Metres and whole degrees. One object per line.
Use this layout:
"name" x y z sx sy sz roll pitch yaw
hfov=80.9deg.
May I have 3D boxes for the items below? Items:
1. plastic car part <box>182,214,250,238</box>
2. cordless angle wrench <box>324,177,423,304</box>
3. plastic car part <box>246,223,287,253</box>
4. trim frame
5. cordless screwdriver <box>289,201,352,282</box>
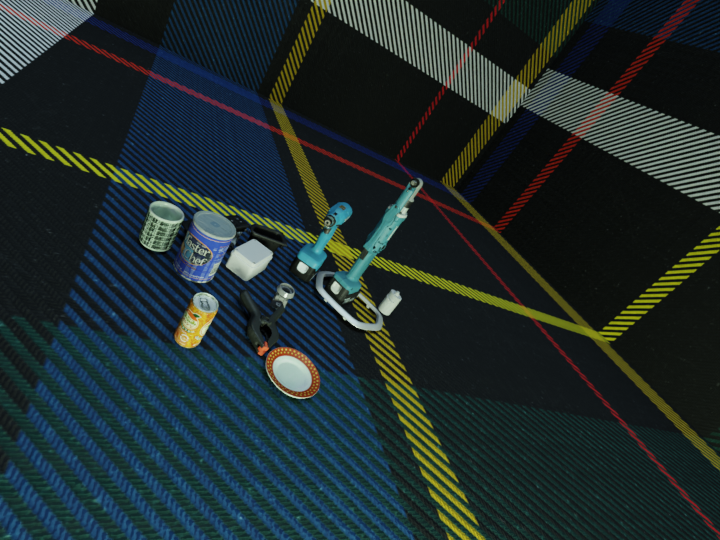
"plastic car part" -0.401 -0.112 1.152 0.069 0.067 0.195 44 28 21
"cordless angle wrench" 0.043 -0.080 1.178 0.077 0.423 0.094 46 27 21
"plastic car part" -0.283 -0.086 1.234 0.111 0.071 0.069 16 31 -32
"trim frame" -0.035 0.089 1.251 0.256 0.027 0.179 40 26 15
"cordless screwdriver" -0.117 -0.076 1.196 0.075 0.249 0.158 36 25 1
